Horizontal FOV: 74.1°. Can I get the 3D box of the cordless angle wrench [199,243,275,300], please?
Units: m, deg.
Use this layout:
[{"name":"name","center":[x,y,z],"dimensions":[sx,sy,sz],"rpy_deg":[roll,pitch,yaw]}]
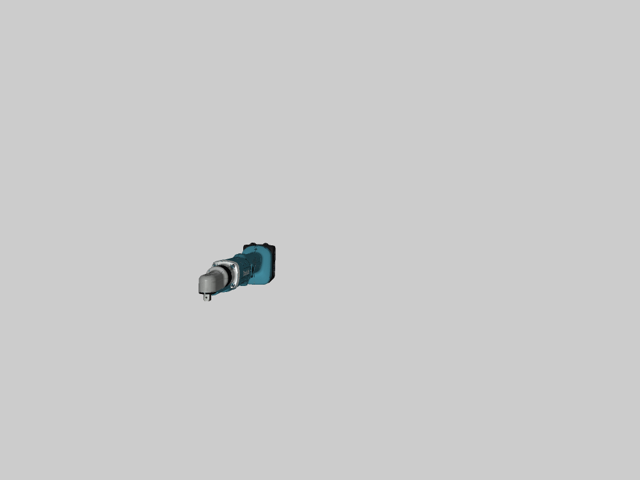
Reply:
[{"name":"cordless angle wrench","center":[-0.162,0.061,0.854],"dimensions":[0.074,0.098,0.423],"rpy_deg":[2,2,4]}]
